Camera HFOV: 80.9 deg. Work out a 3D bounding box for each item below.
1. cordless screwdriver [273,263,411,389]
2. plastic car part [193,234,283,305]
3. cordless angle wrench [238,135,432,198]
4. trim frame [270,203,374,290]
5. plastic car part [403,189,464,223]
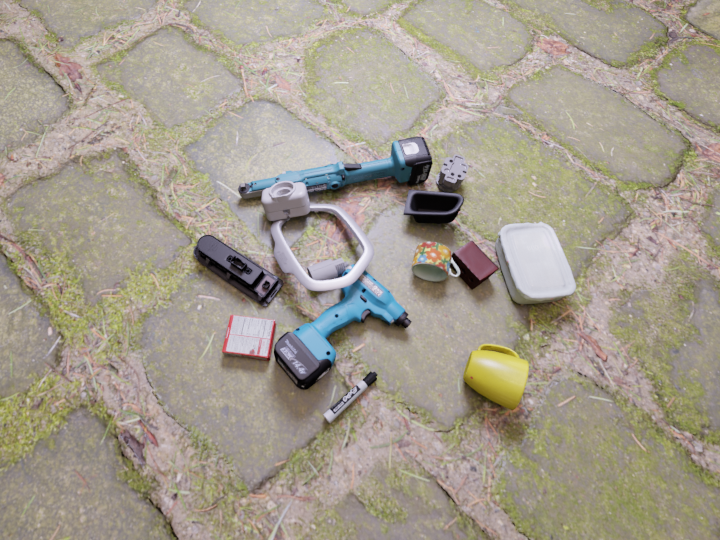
[{"bbox_3d":[-0.031,0.116,0.784,0.164,0.073,0.246,40,65,15],"label":"cordless screwdriver"},{"bbox_3d":[-0.256,-0.011,0.847,0.209,0.065,0.066,31,74,15],"label":"plastic car part"},{"bbox_3d":[-0.060,-0.210,0.939,0.422,0.095,0.077,-11,67,-2],"label":"cordless angle wrench"},{"bbox_3d":[-0.084,-0.055,0.858,0.181,0.026,0.261,-25,53,-15],"label":"trim frame"},{"bbox_3d":[0.158,-0.127,0.906,0.120,0.068,0.067,8,65,19],"label":"plastic car part"}]
